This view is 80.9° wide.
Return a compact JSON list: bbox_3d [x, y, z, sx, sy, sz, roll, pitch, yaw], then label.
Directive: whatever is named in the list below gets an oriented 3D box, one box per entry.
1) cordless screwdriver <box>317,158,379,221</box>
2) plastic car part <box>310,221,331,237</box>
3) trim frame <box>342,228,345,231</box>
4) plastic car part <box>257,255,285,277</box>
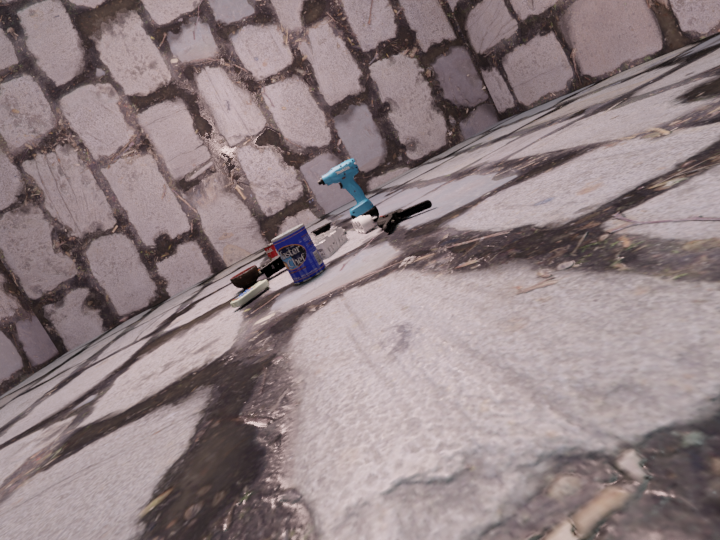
[{"bbox_3d":[-0.042,-0.275,1.579,0.161,0.246,0.074,-26,7,9],"label":"cordless screwdriver"},{"bbox_3d":[-0.149,-0.142,1.681,0.068,0.070,0.115,-23,12,25],"label":"plastic car part"},{"bbox_3d":[-0.163,-0.107,1.671,0.244,0.027,0.190,-34,13,-25],"label":"trim frame"},{"bbox_3d":[-0.280,-0.035,1.537,0.200,0.066,0.068,-31,10,-15],"label":"plastic car part"}]
